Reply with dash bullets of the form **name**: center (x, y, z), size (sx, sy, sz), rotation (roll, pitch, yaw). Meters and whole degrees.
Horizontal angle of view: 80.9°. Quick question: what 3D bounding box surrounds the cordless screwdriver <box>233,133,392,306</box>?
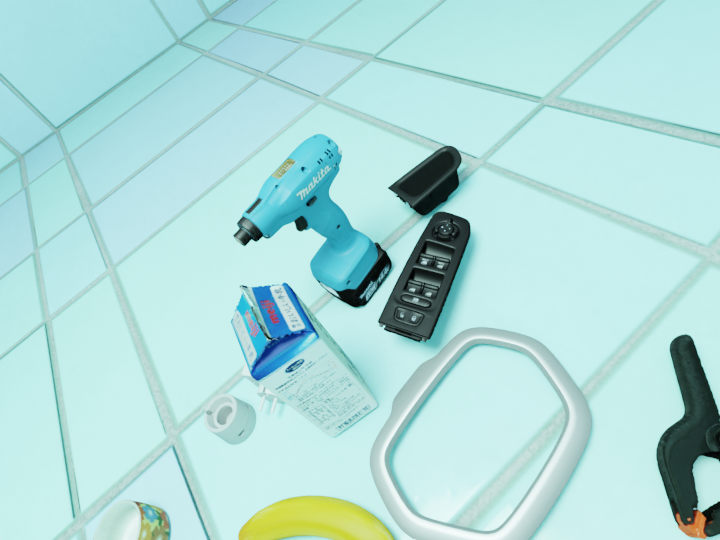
- **cordless screwdriver**: center (-0.054, -0.035, 0.554), size (0.079, 0.236, 0.158), rotation (26, 68, 38)

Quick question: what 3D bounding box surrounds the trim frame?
- **trim frame**: center (0.120, 0.167, 0.451), size (0.195, 0.026, 0.247), rotation (28, 71, 39)

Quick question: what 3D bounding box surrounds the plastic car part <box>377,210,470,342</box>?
- **plastic car part**: center (0.097, 0.008, 0.561), size (0.069, 0.063, 0.204), rotation (9, 60, 31)

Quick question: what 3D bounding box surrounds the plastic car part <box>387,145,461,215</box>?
- **plastic car part**: center (0.114, -0.130, 0.658), size (0.116, 0.067, 0.070), rotation (-37, 47, -5)
